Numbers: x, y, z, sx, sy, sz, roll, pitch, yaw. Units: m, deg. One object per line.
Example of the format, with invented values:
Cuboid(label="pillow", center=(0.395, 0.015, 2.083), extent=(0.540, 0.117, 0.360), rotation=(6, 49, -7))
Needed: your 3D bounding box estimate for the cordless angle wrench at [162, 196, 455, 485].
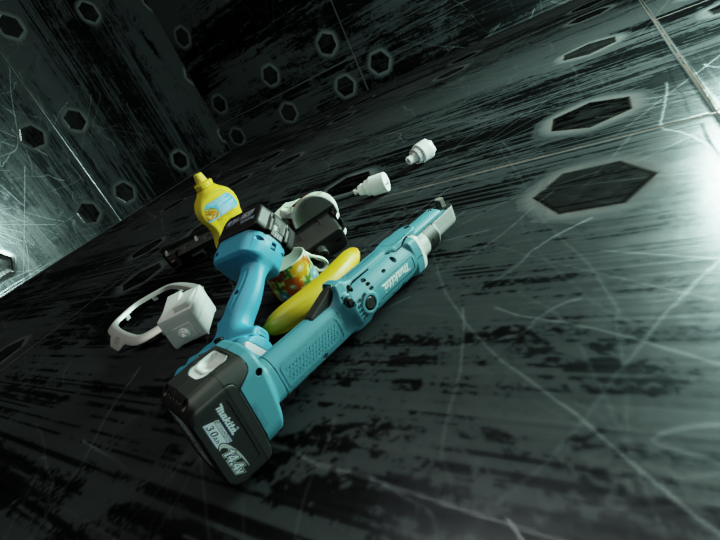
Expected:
Cuboid(label="cordless angle wrench", center=(-0.009, 0.032, 0.472), extent=(0.078, 0.095, 0.416), rotation=(2, 34, 49))

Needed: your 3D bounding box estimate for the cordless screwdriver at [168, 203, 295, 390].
Cuboid(label="cordless screwdriver", center=(-0.170, 0.038, 0.559), extent=(0.163, 0.070, 0.256), rotation=(-25, 44, 28))

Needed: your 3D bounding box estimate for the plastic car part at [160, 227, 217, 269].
Cuboid(label="plastic car part", center=(-0.381, -0.062, 1.027), extent=(0.202, 0.063, 0.070), rotation=(-30, 33, -4))

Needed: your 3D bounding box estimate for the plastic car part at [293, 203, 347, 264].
Cuboid(label="plastic car part", center=(-0.069, -0.045, 0.702), extent=(0.116, 0.063, 0.075), rotation=(-35, 39, -9))

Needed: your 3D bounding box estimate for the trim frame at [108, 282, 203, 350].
Cuboid(label="trim frame", center=(-0.401, 0.083, 0.819), extent=(0.261, 0.026, 0.182), rotation=(3, 38, 45))
